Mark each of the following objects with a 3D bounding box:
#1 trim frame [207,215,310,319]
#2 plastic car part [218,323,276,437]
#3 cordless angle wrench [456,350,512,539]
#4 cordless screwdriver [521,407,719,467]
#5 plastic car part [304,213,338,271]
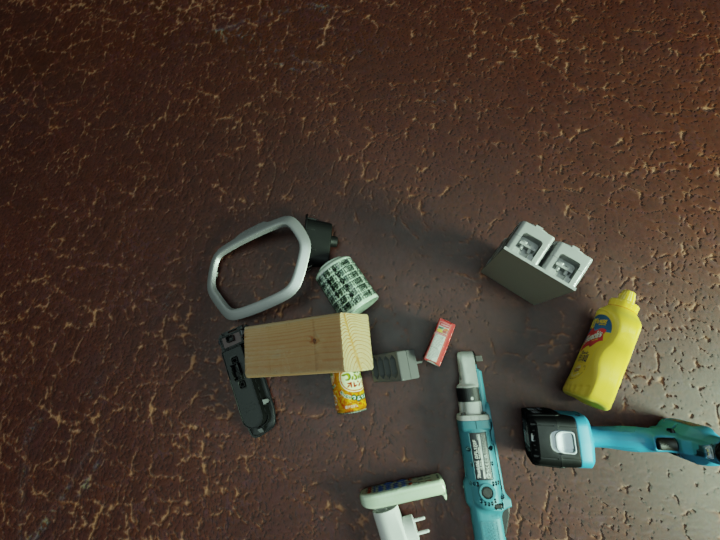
[{"bbox_3d":[-0.200,-0.008,0.813,0.254,0.026,0.190,-25,64,22],"label":"trim frame"},{"bbox_3d":[-0.211,0.203,0.782,0.066,0.066,0.207,-22,76,-4],"label":"plastic car part"},{"bbox_3d":[0.197,0.345,0.666,0.099,0.072,0.431,-7,73,7],"label":"cordless angle wrench"},{"bbox_3d":[0.376,0.247,0.609,0.253,0.154,0.075,-2,78,11],"label":"cordless screwdriver"},{"bbox_3d":[-0.081,-0.053,0.823,0.070,0.066,0.118,10,75,-5],"label":"plastic car part"}]
